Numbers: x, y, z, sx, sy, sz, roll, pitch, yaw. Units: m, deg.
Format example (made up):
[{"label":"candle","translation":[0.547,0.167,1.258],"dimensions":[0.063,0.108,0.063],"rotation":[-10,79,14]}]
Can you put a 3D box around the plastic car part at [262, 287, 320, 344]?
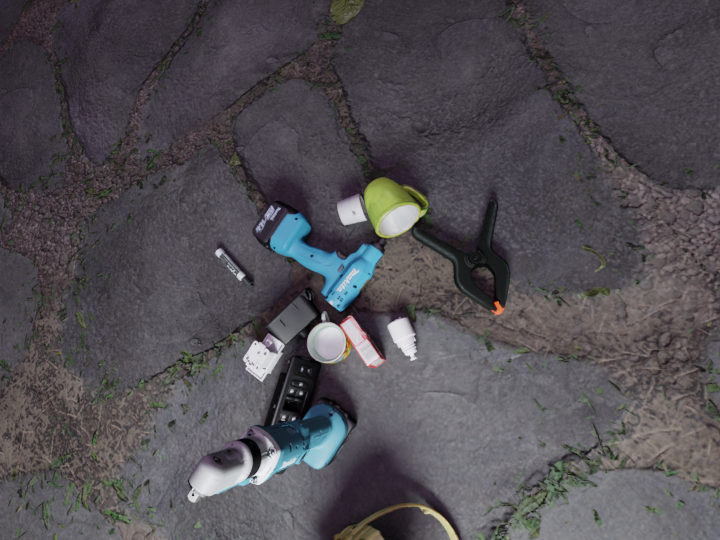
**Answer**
[{"label":"plastic car part","translation":[-0.122,0.096,0.814],"dimensions":[0.072,0.065,0.116],"rotation":[44,92,8]}]

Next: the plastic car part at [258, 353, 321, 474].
[{"label":"plastic car part","translation":[-0.138,0.253,0.761],"dimensions":[0.070,0.062,0.205],"rotation":[-2,68,45]}]

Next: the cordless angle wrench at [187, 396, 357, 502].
[{"label":"cordless angle wrench","translation":[-0.097,0.232,0.566],"dimensions":[0.077,0.406,0.098],"rotation":[32,84,19]}]

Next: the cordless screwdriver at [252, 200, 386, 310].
[{"label":"cordless screwdriver","translation":[-0.082,-0.054,0.839],"dimensions":[0.258,0.072,0.159],"rotation":[37,86,19]}]
